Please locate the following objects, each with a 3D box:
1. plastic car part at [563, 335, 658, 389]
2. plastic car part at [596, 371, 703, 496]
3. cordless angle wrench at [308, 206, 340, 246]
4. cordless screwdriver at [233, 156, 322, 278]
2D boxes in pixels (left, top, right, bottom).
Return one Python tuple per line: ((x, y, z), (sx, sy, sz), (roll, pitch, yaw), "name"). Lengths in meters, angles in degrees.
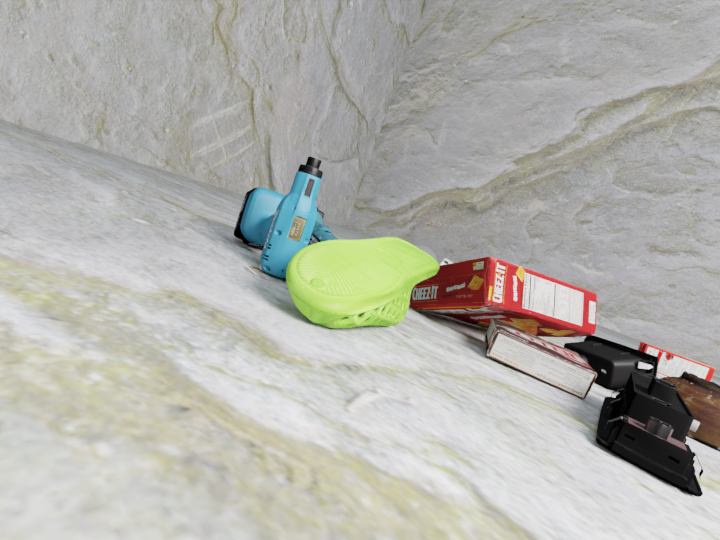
((0.344, 0.135, 0.608), (0.069, 0.065, 0.121), (3, 8, -19), "plastic car part")
((0.264, 0.130, 0.391), (0.070, 0.067, 0.193), (15, 0, 32), "plastic car part")
((-0.073, -0.048, 0.748), (0.072, 0.098, 0.439), (21, 9, -22), "cordless angle wrench")
((-0.124, -0.091, 0.639), (0.071, 0.159, 0.259), (17, 5, -25), "cordless screwdriver")
